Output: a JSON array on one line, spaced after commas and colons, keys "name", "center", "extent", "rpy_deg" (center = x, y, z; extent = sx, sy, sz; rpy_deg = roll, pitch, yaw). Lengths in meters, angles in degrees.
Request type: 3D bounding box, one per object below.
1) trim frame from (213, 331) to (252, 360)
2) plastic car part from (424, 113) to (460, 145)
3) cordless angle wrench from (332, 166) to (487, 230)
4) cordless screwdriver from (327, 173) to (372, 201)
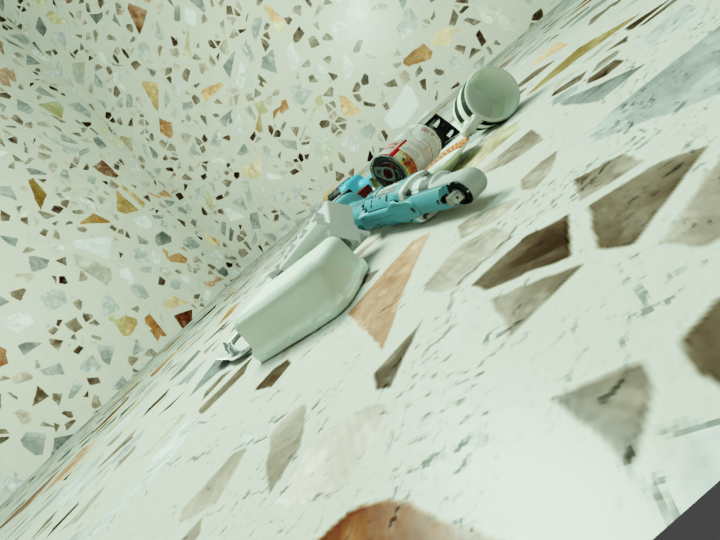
[{"name": "trim frame", "center": [-0.167, 0.082, 0.700], "extent": [0.183, 0.027, 0.255], "rpy_deg": [-46, 15, -18]}, {"name": "plastic car part", "center": [0.146, -0.274, 0.919], "extent": [0.071, 0.064, 0.119], "rpy_deg": [-61, 14, -21]}, {"name": "cordless angle wrench", "center": [0.033, -0.086, 0.583], "extent": [0.097, 0.073, 0.434], "rpy_deg": [-43, 14, -14]}, {"name": "cordless screwdriver", "center": [0.020, -0.210, 1.035], "extent": [0.256, 0.073, 0.158], "rpy_deg": [-25, 20, 43]}]
